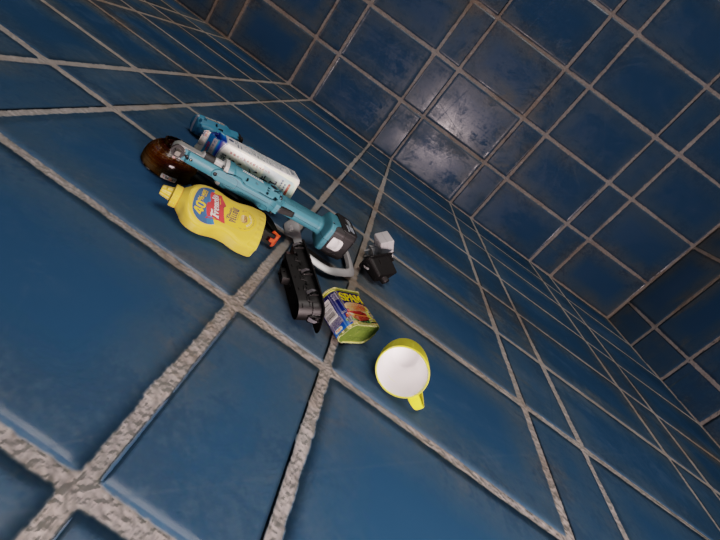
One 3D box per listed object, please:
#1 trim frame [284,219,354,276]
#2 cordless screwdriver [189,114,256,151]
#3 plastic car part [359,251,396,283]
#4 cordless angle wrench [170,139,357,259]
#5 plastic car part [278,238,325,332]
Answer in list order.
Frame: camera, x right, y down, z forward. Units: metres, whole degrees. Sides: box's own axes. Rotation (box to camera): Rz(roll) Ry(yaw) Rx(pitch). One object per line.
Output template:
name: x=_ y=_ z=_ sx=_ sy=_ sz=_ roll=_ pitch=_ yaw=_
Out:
trim frame: x=-0.098 y=-0.064 z=1.002 sx=0.176 sy=0.028 sz=0.258 roll=27 pitch=26 yaw=-26
cordless screwdriver: x=-0.327 y=-0.315 z=1.101 sx=0.151 sy=0.074 sz=0.262 roll=7 pitch=33 yaw=-52
plastic car part: x=0.049 y=-0.001 z=1.059 sx=0.112 sy=0.067 sz=0.073 roll=-13 pitch=68 yaw=-58
cordless angle wrench: x=-0.193 y=-0.152 z=0.882 sx=0.403 sy=0.075 sz=0.102 roll=28 pitch=24 yaw=-28
plastic car part: x=-0.110 y=0.022 z=0.764 sx=0.064 sy=0.066 sz=0.213 roll=10 pitch=33 yaw=-32
